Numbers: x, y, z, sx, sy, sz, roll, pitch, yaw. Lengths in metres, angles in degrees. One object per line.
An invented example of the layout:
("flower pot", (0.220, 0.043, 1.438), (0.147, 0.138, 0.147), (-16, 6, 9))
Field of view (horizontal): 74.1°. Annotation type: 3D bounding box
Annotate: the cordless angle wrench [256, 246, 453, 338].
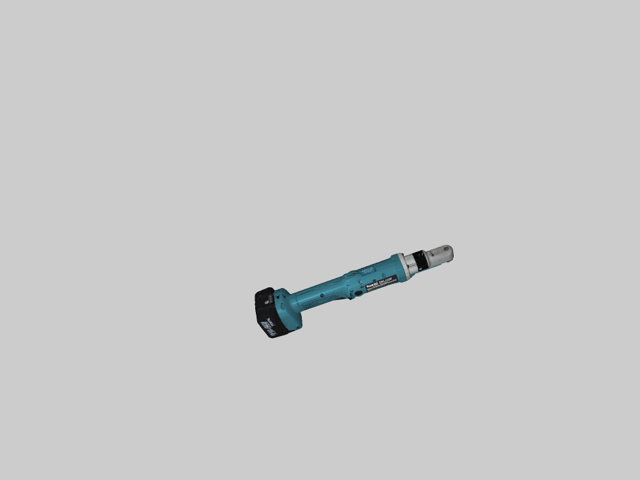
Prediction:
("cordless angle wrench", (0.072, 0.092, 0.886), (0.423, 0.074, 0.098), (-20, -45, 5))
